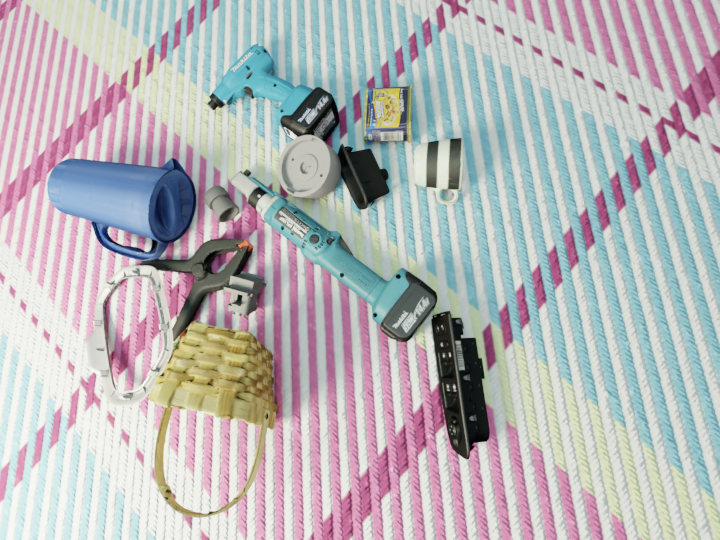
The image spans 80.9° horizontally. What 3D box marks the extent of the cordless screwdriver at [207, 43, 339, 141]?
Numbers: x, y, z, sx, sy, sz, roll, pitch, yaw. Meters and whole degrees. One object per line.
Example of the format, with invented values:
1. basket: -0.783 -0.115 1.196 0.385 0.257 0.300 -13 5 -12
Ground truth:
1. cordless screwdriver: -0.171 -0.319 0.807 0.258 0.072 0.159 40 84 20

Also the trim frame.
1. trim frame: -0.396 0.102 0.719 0.186 0.026 0.258 -33 63 15

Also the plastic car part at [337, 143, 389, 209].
1. plastic car part: 0.011 -0.167 0.744 0.070 0.065 0.119 -23 76 -14

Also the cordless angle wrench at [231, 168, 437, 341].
1. cordless angle wrench: -0.070 -0.046 0.717 0.438 0.072 0.098 37 83 19

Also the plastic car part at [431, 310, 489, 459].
1. plastic car part: 0.150 0.166 0.629 0.065 0.067 0.206 5 73 -19
